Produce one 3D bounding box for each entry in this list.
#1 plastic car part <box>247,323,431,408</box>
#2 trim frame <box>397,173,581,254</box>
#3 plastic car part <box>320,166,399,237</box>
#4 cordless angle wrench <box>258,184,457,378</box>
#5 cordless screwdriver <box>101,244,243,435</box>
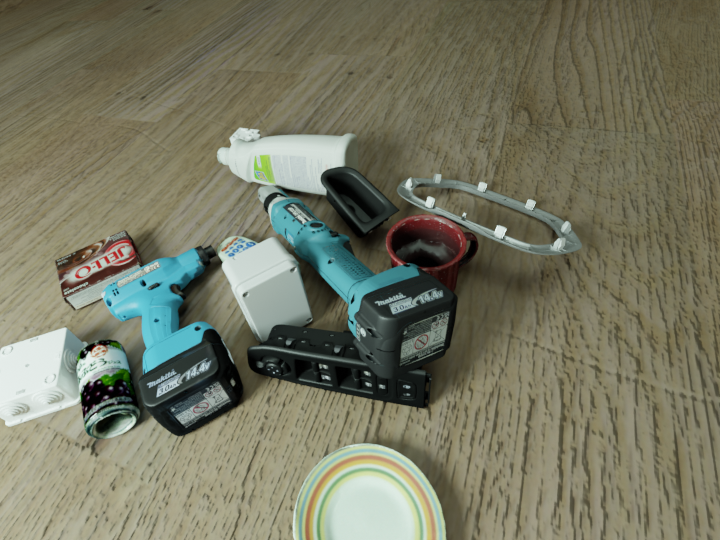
[{"bbox_3d":[-0.028,0.095,0.463,0.207,0.063,0.068,3,51,12],"label":"plastic car part"},{"bbox_3d":[0.169,-0.085,0.575,0.262,0.027,0.178,32,38,30],"label":"trim frame"},{"bbox_3d":[-0.010,-0.096,0.630,0.065,0.069,0.121,-34,67,-21],"label":"plastic car part"},{"bbox_3d":[-0.054,-0.035,0.554,0.095,0.072,0.447,-16,34,-25],"label":"cordless angle wrench"},{"bbox_3d":[-0.219,0.063,0.531,0.157,0.071,0.263,-32,47,-18],"label":"cordless screwdriver"}]
